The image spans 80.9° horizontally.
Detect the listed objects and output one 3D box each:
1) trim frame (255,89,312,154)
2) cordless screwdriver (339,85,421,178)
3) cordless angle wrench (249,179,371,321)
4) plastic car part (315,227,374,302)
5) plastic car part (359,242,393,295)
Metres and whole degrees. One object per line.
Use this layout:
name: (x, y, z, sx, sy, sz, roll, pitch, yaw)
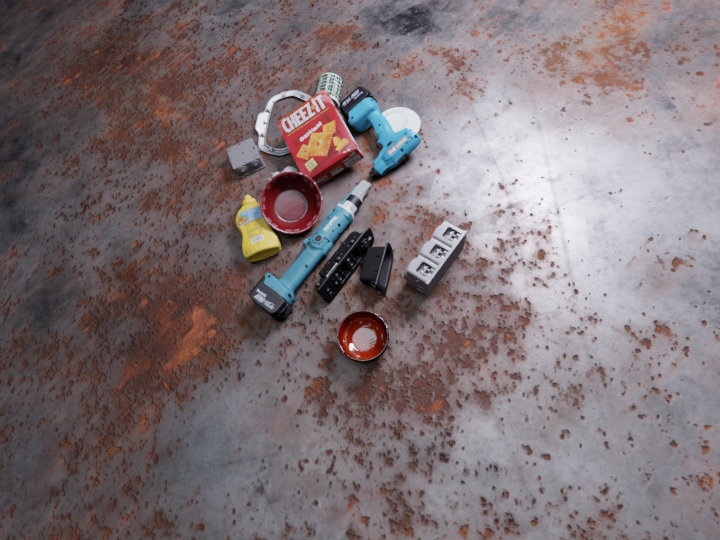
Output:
trim frame: (-0.225, -0.451, 1.276, 0.189, 0.026, 0.253, 1, 68, 15)
cordless screwdriver: (0.030, -0.374, 1.152, 0.160, 0.071, 0.260, -43, 64, 13)
cordless angle wrench: (-0.103, -0.067, 1.051, 0.102, 0.071, 0.422, 32, 74, 22)
plastic car part: (-0.041, -0.021, 1.023, 0.202, 0.063, 0.071, -50, 41, -10)
plastic car part: (0.032, -0.008, 1.000, 0.074, 0.062, 0.118, 0, 62, 26)
